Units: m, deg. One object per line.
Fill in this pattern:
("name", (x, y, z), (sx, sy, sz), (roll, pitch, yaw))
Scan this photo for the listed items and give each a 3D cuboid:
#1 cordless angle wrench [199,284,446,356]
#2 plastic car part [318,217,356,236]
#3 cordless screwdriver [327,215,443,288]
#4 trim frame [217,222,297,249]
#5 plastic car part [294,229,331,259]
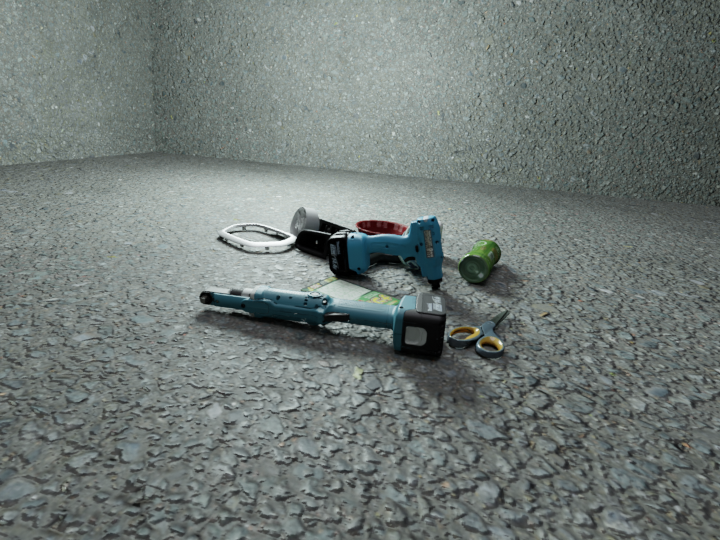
("cordless angle wrench", (-0.077, 0.066, 0.720), (0.433, 0.073, 0.097), (6, 18, 13))
("plastic car part", (-0.075, -0.106, 1.208), (0.064, 0.066, 0.215), (0, 16, -45))
("cordless screwdriver", (0.057, -0.028, 0.945), (0.255, 0.157, 0.073), (-6, 11, 17))
("trim frame", (-0.290, -0.098, 1.195), (0.263, 0.027, 0.177), (18, 26, 40))
("plastic car part", (-0.110, -0.072, 1.122), (0.123, 0.066, 0.067), (16, 6, 40))
